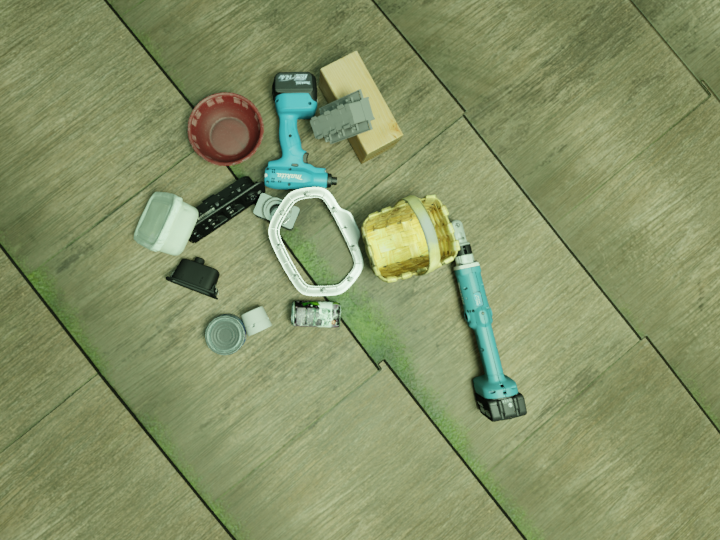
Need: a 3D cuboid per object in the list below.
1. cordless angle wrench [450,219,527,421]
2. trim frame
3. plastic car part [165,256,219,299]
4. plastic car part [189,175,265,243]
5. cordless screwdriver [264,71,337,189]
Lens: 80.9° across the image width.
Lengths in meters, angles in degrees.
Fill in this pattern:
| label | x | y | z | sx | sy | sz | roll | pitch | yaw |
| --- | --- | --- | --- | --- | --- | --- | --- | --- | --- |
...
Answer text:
| label | x | y | z | sx | sy | sz | roll | pitch | yaw |
| --- | --- | --- | --- | --- | --- | --- | --- | --- | --- |
| cordless angle wrench | 0.253 | 0.096 | 0.912 | 0.074 | 0.097 | 0.427 | -12 | 84 | -4 |
| trim frame | -0.088 | -0.058 | 0.903 | 0.182 | 0.028 | 0.243 | -30 | 102 | -15 |
| plastic car part | -0.350 | 0.008 | 0.904 | 0.117 | 0.065 | 0.071 | 23 | 71 | 0 |
| plastic car part | -0.297 | -0.140 | 0.916 | 0.202 | 0.064 | 0.070 | -31 | 65 | -4 |
| cordless screwdriver | -0.125 | -0.300 | 0.928 | 0.158 | 0.075 | 0.248 | 3 | 90 | -4 |
